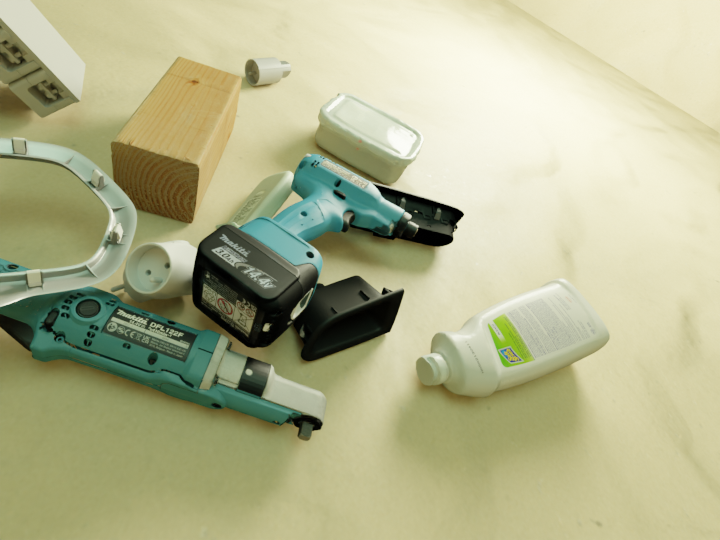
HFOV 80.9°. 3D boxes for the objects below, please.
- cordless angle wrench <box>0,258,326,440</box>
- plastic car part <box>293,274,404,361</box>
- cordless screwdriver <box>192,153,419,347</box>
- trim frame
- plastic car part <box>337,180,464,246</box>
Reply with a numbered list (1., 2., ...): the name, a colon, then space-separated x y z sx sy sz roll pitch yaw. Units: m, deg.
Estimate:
1. cordless angle wrench: -0.223 0.046 0.343 0.417 0.074 0.100 22 45 -7
2. plastic car part: -0.024 0.040 0.447 0.113 0.064 0.075 -13 43 -29
3. cordless screwdriver: -0.042 -0.028 0.432 0.162 0.073 0.247 29 43 7
4. trim frame: -0.302 -0.044 0.318 0.238 0.027 0.192 -3 54 -34
5. plastic car part: 0.052 -0.074 0.576 0.197 0.066 0.069 8 58 -17
